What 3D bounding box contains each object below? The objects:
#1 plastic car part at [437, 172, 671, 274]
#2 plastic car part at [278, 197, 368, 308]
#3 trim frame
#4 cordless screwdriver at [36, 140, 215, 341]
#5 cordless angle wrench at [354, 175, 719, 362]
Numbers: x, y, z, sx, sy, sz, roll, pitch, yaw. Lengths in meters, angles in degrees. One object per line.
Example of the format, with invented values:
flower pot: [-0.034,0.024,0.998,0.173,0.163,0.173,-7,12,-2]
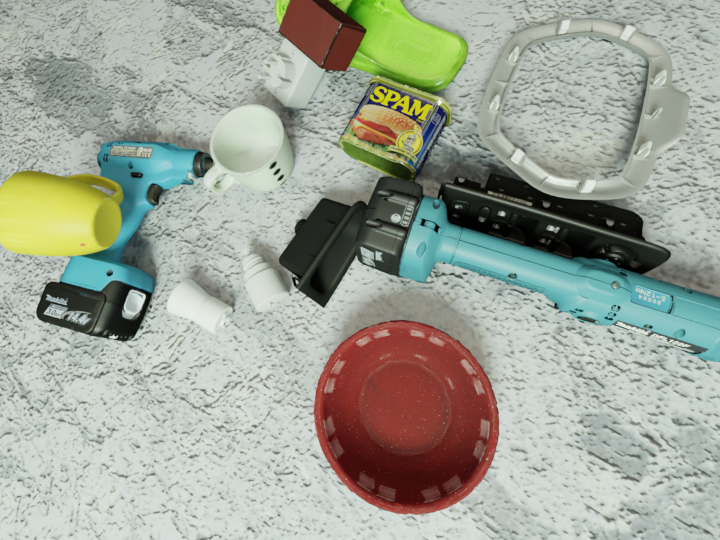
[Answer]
plastic car part: [0.181,-0.050,0.419,0.210,0.064,0.067,24,56,18]
plastic car part: [-0.045,-0.030,0.465,0.074,0.062,0.116,24,78,29]
trim frame: [0.228,-0.179,0.437,0.189,0.027,0.249,21,68,14]
cordless screwdriver: [-0.269,-0.043,0.510,0.163,0.072,0.252,5,73,13]
cordless angle wrench: [0.206,0.018,0.378,0.434,0.095,0.075,19,77,13]
